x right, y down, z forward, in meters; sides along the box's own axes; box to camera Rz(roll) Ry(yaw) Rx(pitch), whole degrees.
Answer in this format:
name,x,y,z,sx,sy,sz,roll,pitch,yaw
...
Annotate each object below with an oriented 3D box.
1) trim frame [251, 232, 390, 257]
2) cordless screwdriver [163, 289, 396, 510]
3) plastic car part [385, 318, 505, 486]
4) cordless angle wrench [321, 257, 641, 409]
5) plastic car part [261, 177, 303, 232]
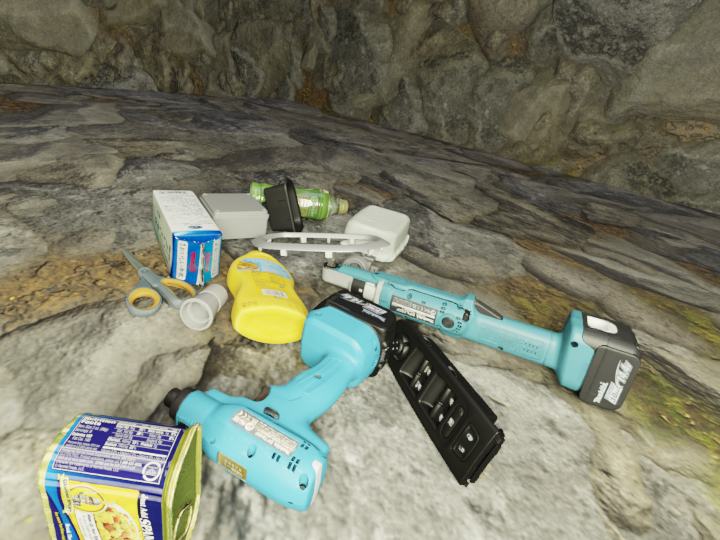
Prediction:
name,x,y,z,sx,sy,sz,roll,pitch,yaw
trim frame,-0.073,-0.047,0.742,0.254,0.027,0.182,1,13,12
cordless screwdriver,-0.067,0.105,0.447,0.165,0.073,0.245,19,31,18
plastic car part,0.089,0.127,0.470,0.064,0.066,0.214,9,23,-30
cordless angle wrench,0.132,0.062,0.601,0.441,0.096,0.073,17,25,23
plastic car part,-0.163,-0.126,0.854,0.072,0.113,0.066,-9,21,12
